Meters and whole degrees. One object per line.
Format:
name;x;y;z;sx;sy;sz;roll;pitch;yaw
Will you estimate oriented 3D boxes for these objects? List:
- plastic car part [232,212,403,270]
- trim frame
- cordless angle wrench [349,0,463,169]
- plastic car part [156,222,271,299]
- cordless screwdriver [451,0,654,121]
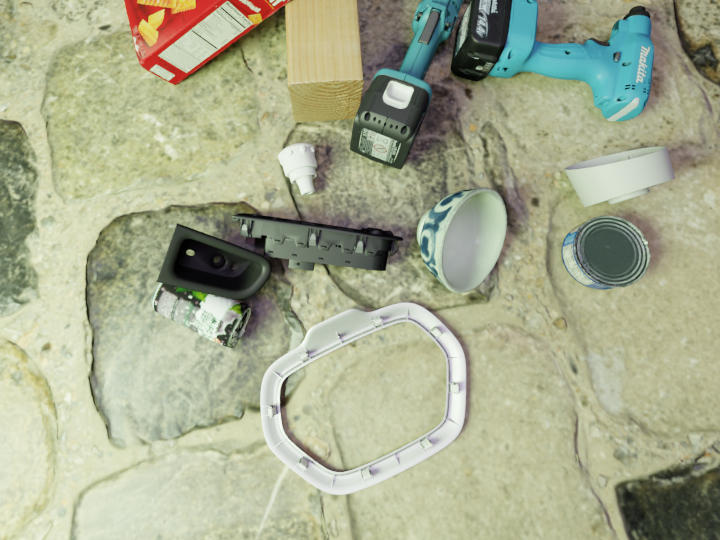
plastic car part;-0.049;-0.032;0.506;0.204;0.066;0.067;4;89;2
trim frame;0.005;0.139;0.484;0.248;0.027;0.188;-25;77;-2
cordless angle wrench;0.100;-0.336;0.562;0.075;0.097;0.425;22;75;2
plastic car part;-0.170;-0.009;0.494;0.111;0.074;0.066;19;92;-28
cordless screwdriver;0.257;-0.302;0.553;0.249;0.074;0.160;16;78;1
